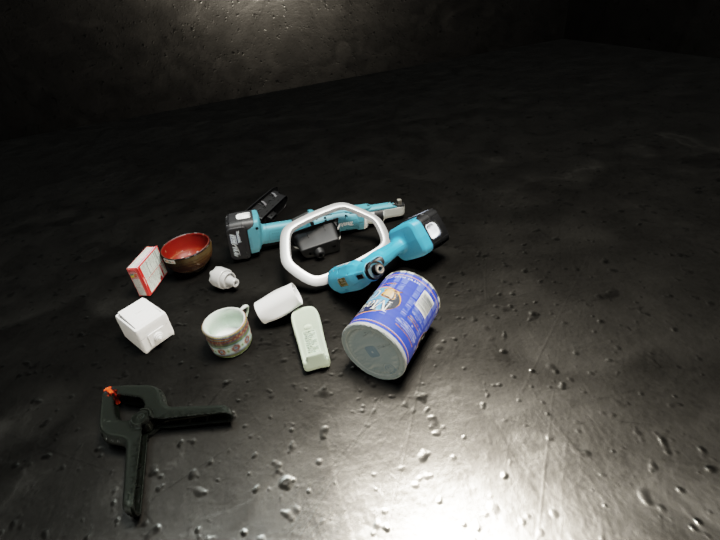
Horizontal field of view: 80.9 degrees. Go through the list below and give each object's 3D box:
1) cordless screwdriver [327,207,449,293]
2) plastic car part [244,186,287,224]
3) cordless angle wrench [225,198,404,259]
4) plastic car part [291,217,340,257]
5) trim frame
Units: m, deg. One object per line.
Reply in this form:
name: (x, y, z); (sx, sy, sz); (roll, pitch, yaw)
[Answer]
cordless screwdriver: (0.066, -0.037, 0.792); (0.243, 0.074, 0.164); (-31, 7, -28)
plastic car part: (-0.247, -0.158, 1.105); (0.069, 0.064, 0.204); (11, 38, 11)
cordless angle wrench: (-0.098, -0.111, 0.990); (0.418, 0.095, 0.078); (-10, 33, -9)
plastic car part: (-0.091, -0.060, 0.935); (0.115, 0.063, 0.074); (-20, 49, -12)
trim frame: (-0.053, -0.058, 0.882); (0.243, 0.027, 0.192); (-28, 62, -26)
